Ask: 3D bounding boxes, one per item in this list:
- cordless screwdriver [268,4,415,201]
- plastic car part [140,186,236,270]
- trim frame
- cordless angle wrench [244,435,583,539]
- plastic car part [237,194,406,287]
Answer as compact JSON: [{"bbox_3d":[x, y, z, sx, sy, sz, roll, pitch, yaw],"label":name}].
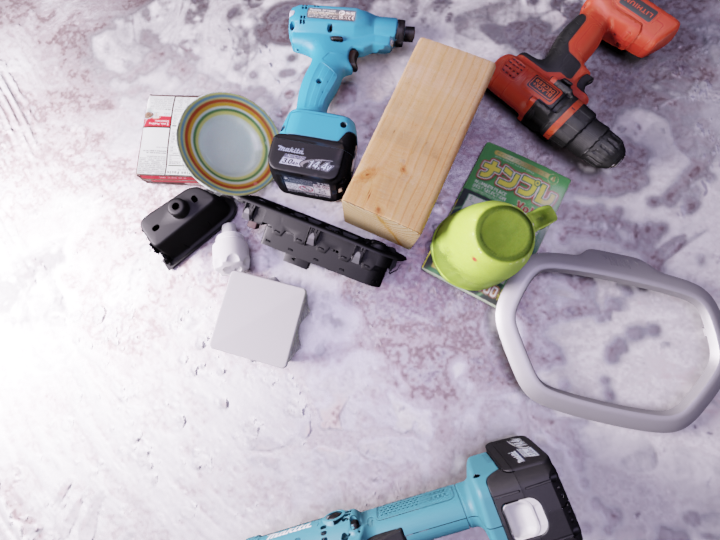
[{"bbox_3d":[-0.023,-0.211,0.517,0.161,0.073,0.251,6,76,5],"label":"cordless screwdriver"},{"bbox_3d":[-0.212,-0.063,0.505,0.116,0.070,0.067,-38,83,-1],"label":"plastic car part"},{"bbox_3d":[0.269,0.069,0.455,0.251,0.027,0.185,11,82,5],"label":"trim frame"},{"bbox_3d":[-0.016,0.273,0.421,0.425,0.096,0.075,-20,81,5],"label":"cordless angle wrench"},{"bbox_3d":[-0.048,-0.031,0.489,0.206,0.065,0.067,18,92,7],"label":"plastic car part"}]
